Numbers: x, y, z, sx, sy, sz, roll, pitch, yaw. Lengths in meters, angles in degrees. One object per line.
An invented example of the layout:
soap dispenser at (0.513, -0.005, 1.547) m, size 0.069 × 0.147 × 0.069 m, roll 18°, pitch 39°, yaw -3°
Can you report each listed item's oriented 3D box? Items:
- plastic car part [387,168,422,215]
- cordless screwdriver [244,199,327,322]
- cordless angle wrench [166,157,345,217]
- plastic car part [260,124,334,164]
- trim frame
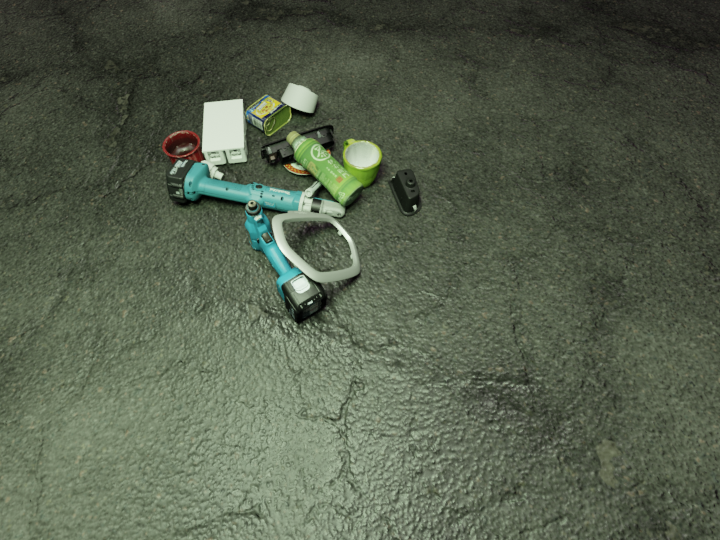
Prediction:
plastic car part at (0.114, -0.198, 1.015) m, size 0.065 × 0.069 × 0.121 m, roll -11°, pitch 57°, yaw -6°
cordless screwdriver at (-0.165, -0.025, 0.870) m, size 0.073 × 0.155 × 0.259 m, roll -29°, pitch 65°, yaw -18°
cordless angle wrench at (-0.245, -0.180, 1.011) m, size 0.425 × 0.072 × 0.100 m, roll 11°, pitch 45°, yaw 2°
plastic car part at (-0.150, -0.316, 1.076) m, size 0.200 × 0.065 × 0.069 m, roll -27°, pitch 73°, yaw -14°
trim frame at (-0.086, -0.056, 0.882) m, size 0.238 × 0.028 × 0.189 m, roll -12°, pitch 65°, yaw -53°
